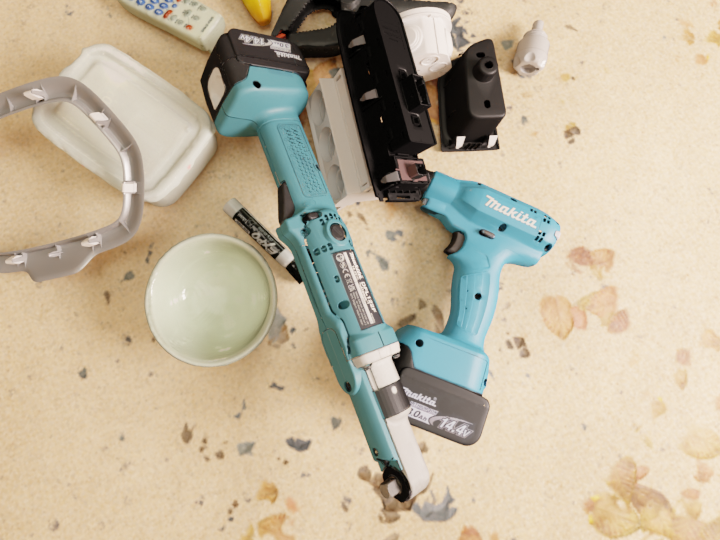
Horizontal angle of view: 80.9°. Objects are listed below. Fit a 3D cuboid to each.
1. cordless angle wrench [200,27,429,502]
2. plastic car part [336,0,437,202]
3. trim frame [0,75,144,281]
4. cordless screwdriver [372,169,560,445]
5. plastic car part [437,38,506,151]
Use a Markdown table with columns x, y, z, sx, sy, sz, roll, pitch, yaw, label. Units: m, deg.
| x | y | z | sx | sy | sz | roll | pitch | yaw | label |
| --- | --- | --- | --- | --- | --- | --- | --- | --- | --- |
| -0.037 | -0.024 | 0.379 | 0.094 | 0.076 | 0.433 | -9 | 70 | -40 | cordless angle wrench |
| 0.026 | -0.168 | 0.396 | 0.064 | 0.069 | 0.206 | -8 | 77 | -35 | plastic car part |
| -0.319 | -0.082 | 0.411 | 0.253 | 0.027 | 0.182 | -10 | 99 | 13 | trim frame |
| 0.080 | 0.023 | 0.418 | 0.160 | 0.074 | 0.249 | 25 | 78 | 3 | cordless screwdriver |
| 0.123 | -0.193 | 0.453 | 0.065 | 0.071 | 0.117 | -3 | 85 | -6 | plastic car part |
